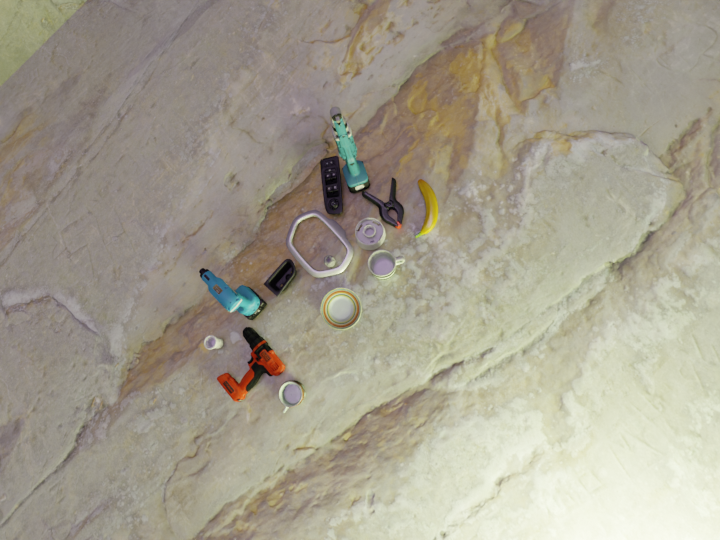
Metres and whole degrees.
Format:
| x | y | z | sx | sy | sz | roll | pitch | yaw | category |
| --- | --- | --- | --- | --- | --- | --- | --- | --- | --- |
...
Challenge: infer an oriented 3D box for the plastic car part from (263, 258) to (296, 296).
| x | y | z | sx | sy | sz | roll | pitch | yaw | category |
| --- | --- | --- | --- | --- | --- | --- | --- | --- | --- |
| -0.244 | 0.024 | 1.363 | 0.068 | 0.069 | 0.116 | 38 | 85 | 17 | plastic car part |

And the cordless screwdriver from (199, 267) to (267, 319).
| x | y | z | sx | sy | sz | roll | pitch | yaw | category |
| --- | --- | --- | --- | --- | --- | --- | --- | --- | --- |
| -0.390 | 0.070 | 1.291 | 0.165 | 0.241 | 0.074 | 41 | 85 | 16 | cordless screwdriver |

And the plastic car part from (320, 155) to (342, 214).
| x | y | z | sx | sy | sz | roll | pitch | yaw | category |
| --- | --- | --- | --- | --- | --- | --- | --- | --- | --- |
| -0.092 | -0.276 | 1.415 | 0.067 | 0.065 | 0.207 | -8 | 73 | 8 | plastic car part |

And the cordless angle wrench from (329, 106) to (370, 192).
| x | y | z | sx | sy | sz | roll | pitch | yaw | category |
| --- | --- | --- | --- | --- | --- | --- | --- | --- | --- |
| -0.038 | -0.352 | 1.242 | 0.075 | 0.410 | 0.100 | -18 | 75 | 3 | cordless angle wrench |

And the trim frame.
| x | y | z | sx | sy | sz | roll | pitch | yaw | category |
| --- | --- | --- | --- | --- | --- | --- | --- | --- | --- |
| -0.136 | -0.089 | 1.392 | 0.184 | 0.026 | 0.257 | -43 | 70 | -2 | trim frame |
